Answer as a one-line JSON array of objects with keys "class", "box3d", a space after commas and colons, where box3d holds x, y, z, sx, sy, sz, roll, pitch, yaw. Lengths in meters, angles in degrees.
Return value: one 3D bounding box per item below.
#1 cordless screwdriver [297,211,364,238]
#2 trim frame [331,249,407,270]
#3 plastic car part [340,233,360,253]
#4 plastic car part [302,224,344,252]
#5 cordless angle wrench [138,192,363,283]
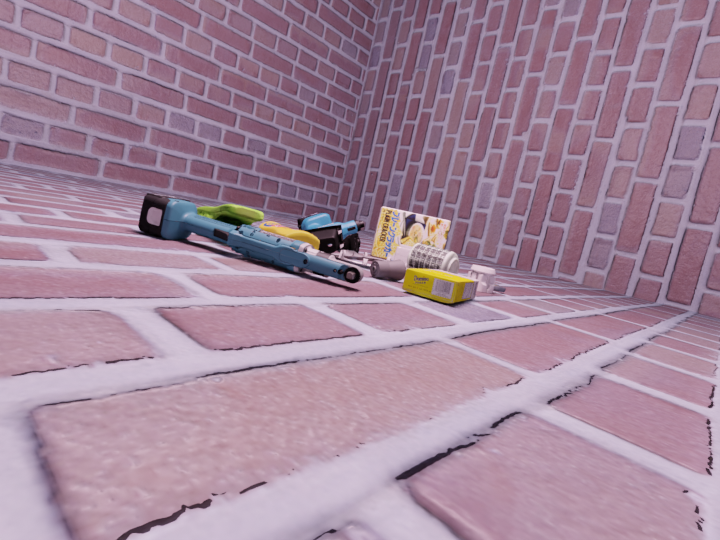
[{"class": "cordless screwdriver", "box3d": [-0.094, -0.122, 1.211, 0.157, 0.073, 0.257, -19, 16, -10]}, {"class": "trim frame", "box3d": [0.035, -0.024, 1.072, 0.194, 0.027, 0.236, 17, 10, 39]}, {"class": "plastic car part", "box3d": [-0.033, -0.079, 1.270, 0.068, 0.066, 0.200, -12, 4, 10]}, {"class": "plastic car part", "box3d": [-0.099, -0.065, 1.013, 0.117, 0.064, 0.072, -7, 21, 3]}, {"class": "cordless angle wrench", "box3d": [-0.194, -0.051, 0.736, 0.438, 0.074, 0.095, 17, 8, 19]}]
